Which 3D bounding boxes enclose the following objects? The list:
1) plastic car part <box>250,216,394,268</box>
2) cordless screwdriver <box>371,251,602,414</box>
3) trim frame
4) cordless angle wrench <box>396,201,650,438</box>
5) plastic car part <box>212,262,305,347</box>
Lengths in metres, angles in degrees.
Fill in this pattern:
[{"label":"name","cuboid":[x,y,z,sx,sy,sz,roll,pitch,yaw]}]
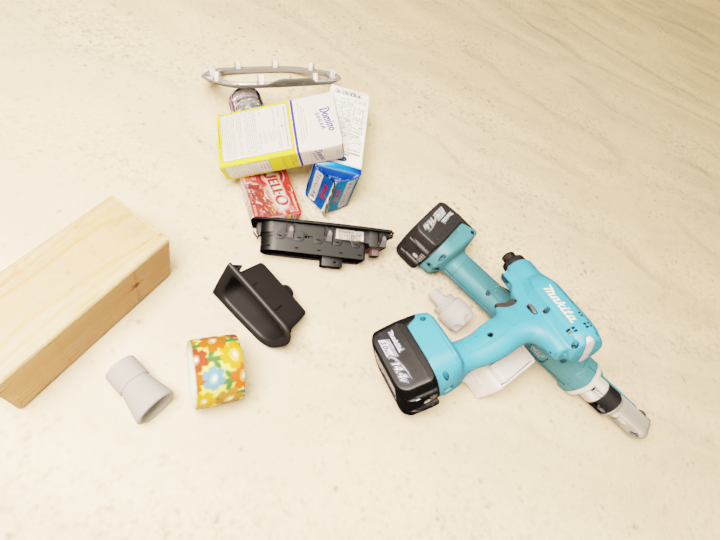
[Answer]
[{"label":"plastic car part","cuboid":[-0.059,-0.039,0.602,0.198,0.067,0.067,10,83,-14]},{"label":"cordless screwdriver","cuboid":[0.136,0.068,0.528,0.248,0.071,0.167,-19,48,-3]},{"label":"trim frame","cuboid":[-0.152,-0.343,0.736,0.240,0.027,0.195,-14,38,-27]},{"label":"cordless angle wrench","cuboid":[0.239,0.077,0.617,0.431,0.074,0.096,44,56,9]},{"label":"plastic car part","cuboid":[-0.118,0.037,0.536,0.118,0.066,0.070,43,41,6]}]
